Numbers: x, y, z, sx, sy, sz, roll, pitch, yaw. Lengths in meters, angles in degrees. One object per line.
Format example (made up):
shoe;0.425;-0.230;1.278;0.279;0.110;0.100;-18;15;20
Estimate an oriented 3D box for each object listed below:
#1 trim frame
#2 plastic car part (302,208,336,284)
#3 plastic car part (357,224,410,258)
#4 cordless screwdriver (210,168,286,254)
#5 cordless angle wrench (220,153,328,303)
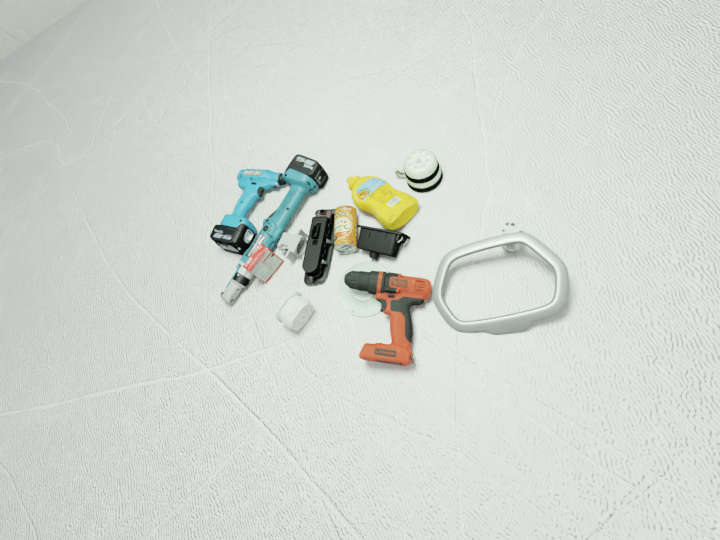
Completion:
trim frame;0.260;0.029;0.813;0.255;0.026;0.187;-18;76;24
plastic car part;-0.100;-0.065;1.020;0.068;0.064;0.206;3;71;15
plastic car part;0.044;-0.060;0.960;0.122;0.063;0.071;10;86;29
cordless screwdriver;-0.293;-0.167;1.140;0.166;0.070;0.251;6;67;24
cordless angle wrench;-0.230;-0.100;1.086;0.103;0.070;0.423;27;82;29
